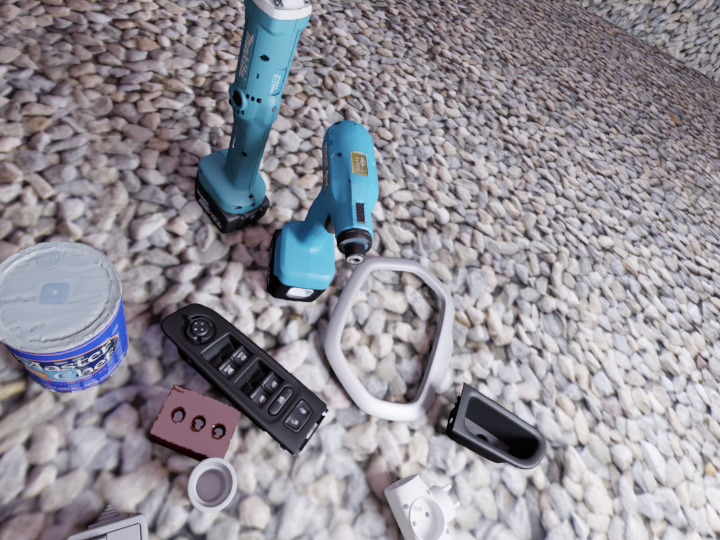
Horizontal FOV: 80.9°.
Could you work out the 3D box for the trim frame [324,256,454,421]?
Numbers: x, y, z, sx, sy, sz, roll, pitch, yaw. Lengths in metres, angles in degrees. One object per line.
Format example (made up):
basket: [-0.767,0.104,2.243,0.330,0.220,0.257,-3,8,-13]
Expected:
trim frame: [0.049,0.083,0.590,0.183,0.027,0.250,27,53,-3]

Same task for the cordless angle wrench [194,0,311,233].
cordless angle wrench: [-0.114,-0.193,0.460,0.072,0.423,0.100,-31,78,-36]

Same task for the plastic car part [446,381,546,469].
plastic car part: [0.155,0.204,0.524,0.117,0.071,0.066,32,53,0]

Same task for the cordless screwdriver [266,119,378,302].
cordless screwdriver: [-0.048,-0.031,0.489,0.072,0.249,0.164,9,57,-20]

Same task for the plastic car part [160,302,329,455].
plastic car part: [-0.135,0.115,0.473,0.206,0.067,0.065,40,53,7]
